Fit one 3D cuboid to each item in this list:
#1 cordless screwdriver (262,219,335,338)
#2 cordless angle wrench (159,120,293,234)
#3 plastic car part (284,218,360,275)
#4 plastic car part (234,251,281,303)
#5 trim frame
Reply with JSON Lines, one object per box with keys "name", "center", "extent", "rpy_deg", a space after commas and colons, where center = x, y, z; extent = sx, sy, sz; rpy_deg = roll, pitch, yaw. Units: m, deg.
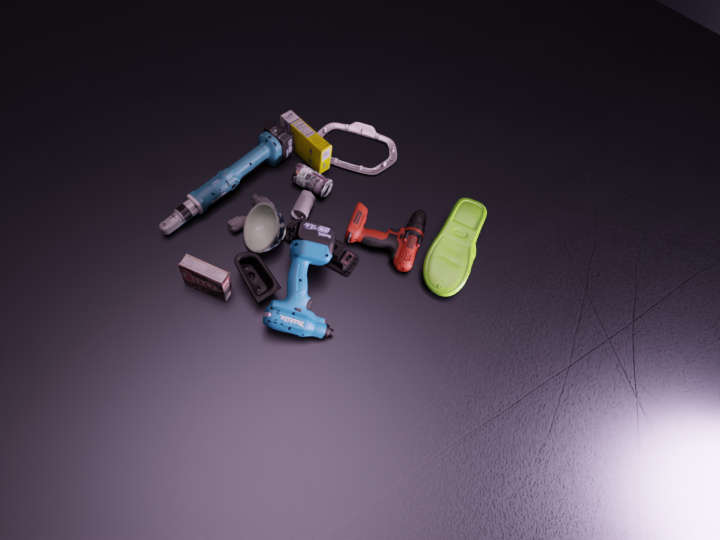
{"name": "cordless screwdriver", "center": [-0.110, 0.022, 0.941], "extent": [0.154, 0.076, 0.251], "rpy_deg": [18, 75, -18]}
{"name": "cordless angle wrench", "center": [-0.347, -0.235, 1.102], "extent": [0.076, 0.096, 0.419], "rpy_deg": [40, 67, 10]}
{"name": "plastic car part", "center": [-0.102, -0.066, 1.039], "extent": [0.209, 0.065, 0.066], "rpy_deg": [28, 67, 14]}
{"name": "plastic car part", "center": [-0.244, 0.015, 0.969], "extent": [0.065, 0.071, 0.118], "rpy_deg": [-31, 83, -26]}
{"name": "trim frame", "center": [-0.014, -0.366, 1.242], "extent": [0.252, 0.027, 0.186], "rpy_deg": [17, 58, 7]}
